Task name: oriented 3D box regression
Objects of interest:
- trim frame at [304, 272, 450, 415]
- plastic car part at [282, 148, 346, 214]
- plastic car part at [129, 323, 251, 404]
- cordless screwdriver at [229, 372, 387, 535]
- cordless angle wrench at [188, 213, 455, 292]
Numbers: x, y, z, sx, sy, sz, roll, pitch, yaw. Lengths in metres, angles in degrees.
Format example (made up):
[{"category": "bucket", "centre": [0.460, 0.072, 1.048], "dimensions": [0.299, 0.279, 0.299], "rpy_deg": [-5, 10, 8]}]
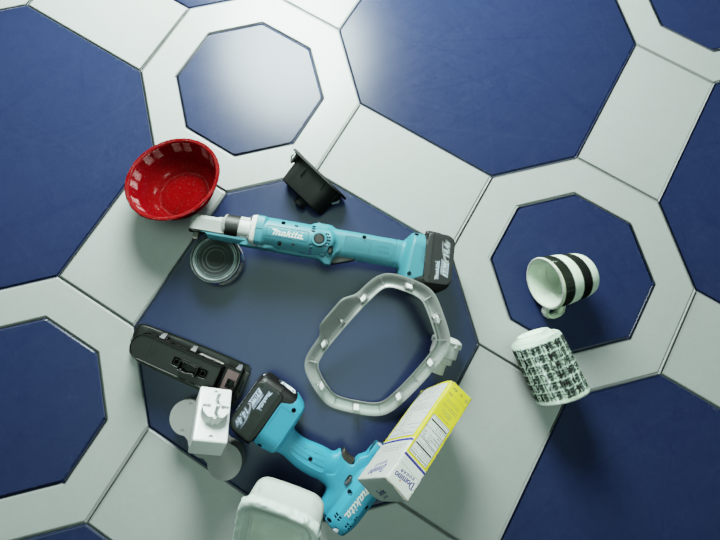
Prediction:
[{"category": "trim frame", "centre": [0.024, 0.120, 0.659], "dimensions": [0.184, 0.027, 0.249], "rpy_deg": [41, 100, 0]}, {"category": "plastic car part", "centre": [-0.090, -0.144, 0.733], "dimensions": [0.071, 0.065, 0.118], "rpy_deg": [-43, 86, 6]}, {"category": "plastic car part", "centre": [-0.282, 0.148, 0.670], "dimensions": [0.206, 0.066, 0.066], "rpy_deg": [22, 87, 6]}, {"category": "cordless screwdriver", "centre": [-0.065, 0.251, 0.643], "dimensions": [0.250, 0.074, 0.159], "rpy_deg": [41, 81, 3]}, {"category": "cordless angle wrench", "centre": [-0.067, -0.044, 0.689], "dimensions": [0.422, 0.074, 0.099], "rpy_deg": [10, 80, -1]}]
